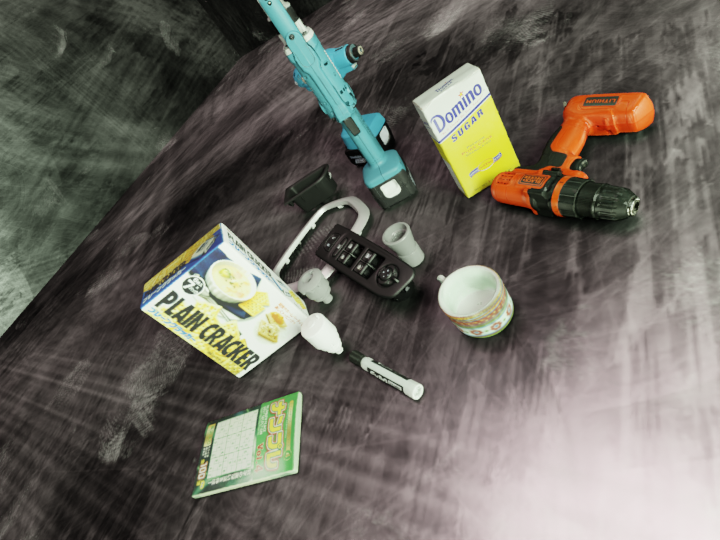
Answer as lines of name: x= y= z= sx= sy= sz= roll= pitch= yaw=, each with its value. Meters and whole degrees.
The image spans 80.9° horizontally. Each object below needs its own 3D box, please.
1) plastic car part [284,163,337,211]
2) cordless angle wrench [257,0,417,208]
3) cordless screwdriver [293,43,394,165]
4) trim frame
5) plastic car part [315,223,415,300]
plastic car part: x=-0.099 y=-0.167 z=0.907 sx=0.119 sy=0.067 sz=0.068 roll=-26 pitch=38 yaw=20
cordless angle wrench: x=-0.038 y=-0.275 z=0.682 sx=0.075 sy=0.401 sz=0.101 roll=-28 pitch=36 yaw=18
cordless screwdriver: x=-0.010 y=-0.330 z=0.850 sx=0.167 sy=0.236 sz=0.074 roll=1 pitch=52 yaw=43
trim frame: x=-0.079 y=-0.052 z=0.809 sx=0.194 sy=0.026 sz=0.248 roll=8 pitch=59 yaw=46
plastic car part: x=0.010 y=-0.005 z=0.651 sx=0.066 sy=0.063 sz=0.214 roll=-47 pitch=37 yaw=-9
